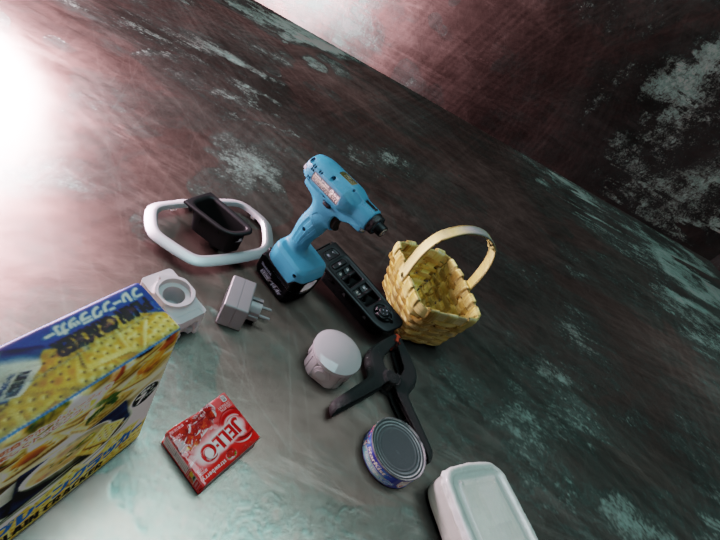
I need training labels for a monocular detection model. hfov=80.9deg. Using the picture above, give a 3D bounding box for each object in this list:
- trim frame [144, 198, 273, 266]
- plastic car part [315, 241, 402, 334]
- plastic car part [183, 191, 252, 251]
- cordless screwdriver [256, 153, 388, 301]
[{"bbox_3d":[-0.267,-0.077,0.770,0.238,0.027,0.192,-14,55,-45],"label":"trim frame"},{"bbox_3d":[-0.013,0.042,0.776,0.210,0.067,0.064,44,37,18],"label":"plastic car part"},{"bbox_3d":[-0.252,-0.073,0.739,0.119,0.071,0.064,40,36,11],"label":"plastic car part"},{"bbox_3d":[-0.067,-0.044,0.684,0.072,0.249,0.165,-18,60,-49],"label":"cordless screwdriver"}]
